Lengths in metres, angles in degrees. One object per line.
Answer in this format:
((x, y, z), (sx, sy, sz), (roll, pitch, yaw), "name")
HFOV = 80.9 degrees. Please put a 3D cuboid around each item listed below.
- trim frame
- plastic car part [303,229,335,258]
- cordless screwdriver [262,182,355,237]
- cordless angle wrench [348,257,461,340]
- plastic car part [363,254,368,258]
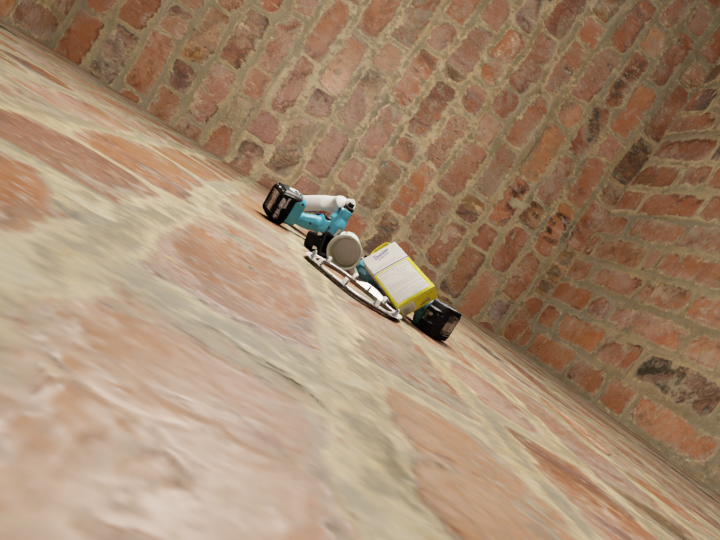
((-0.015, 0.024, 0.866), (0.263, 0.027, 0.174), (35, 4, 38), "trim frame")
((-0.104, -0.068, 1.062), (0.073, 0.066, 0.112), (20, -3, 17), "plastic car part")
((-0.135, -0.164, 1.166), (0.235, 0.159, 0.078), (27, 16, -39), "cordless screwdriver")
((0.044, 0.021, 1.046), (0.448, 0.074, 0.092), (34, 5, 37), "cordless angle wrench")
((0.064, 0.012, 1.344), (0.214, 0.067, 0.063), (33, 11, 31), "plastic car part")
